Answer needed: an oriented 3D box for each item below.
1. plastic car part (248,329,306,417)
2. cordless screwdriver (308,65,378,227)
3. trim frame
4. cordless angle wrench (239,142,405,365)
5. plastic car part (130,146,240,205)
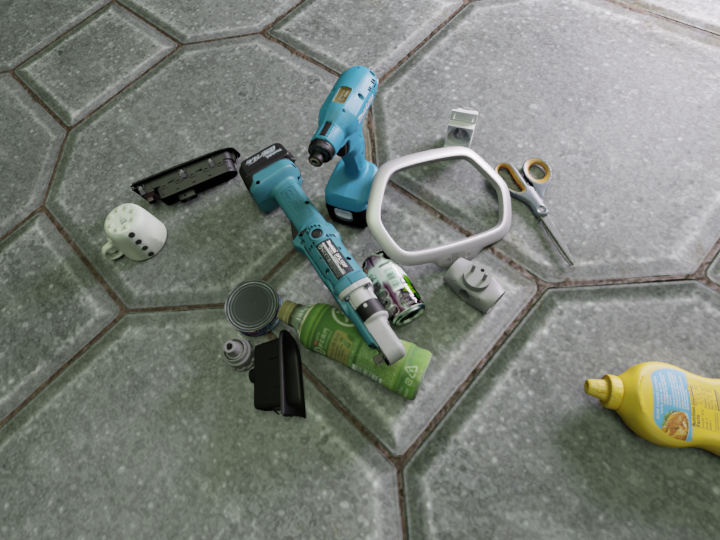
[{"bbox_3d":[-0.124,0.151,0.600,0.072,0.062,0.121,-20,59,14],"label":"plastic car part"},{"bbox_3d":[-0.022,-0.148,0.619,0.076,0.240,0.160,18,63,13],"label":"cordless screwdriver"},{"bbox_3d":[0.124,-0.098,0.653,0.243,0.028,0.186,-16,82,-16],"label":"trim frame"},{"bbox_3d":[-0.062,-0.041,0.637,0.097,0.071,0.445,-32,56,-7],"label":"cordless angle wrench"},{"bbox_3d":[-0.313,-0.169,0.783,0.202,0.065,0.069,-27,74,-4],"label":"plastic car part"}]
